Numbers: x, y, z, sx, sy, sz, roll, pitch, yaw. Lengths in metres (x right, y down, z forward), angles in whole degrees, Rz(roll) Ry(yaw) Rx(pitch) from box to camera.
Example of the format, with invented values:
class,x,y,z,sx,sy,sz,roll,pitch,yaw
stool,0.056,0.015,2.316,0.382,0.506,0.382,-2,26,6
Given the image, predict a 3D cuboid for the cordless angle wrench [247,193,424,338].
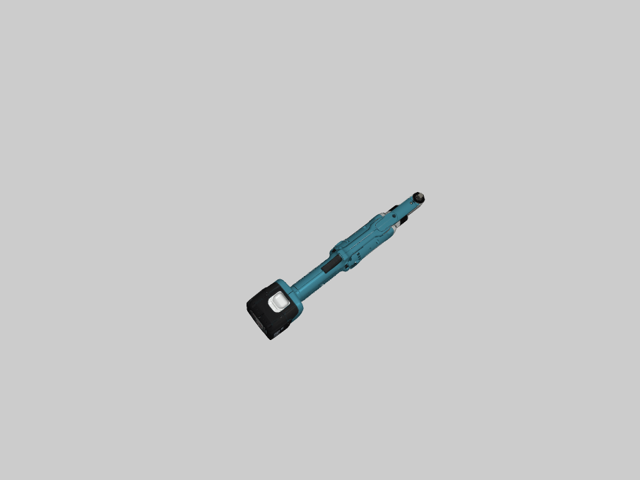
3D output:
class,x,y,z,sx,sy,sz,roll,pitch,yaw
cordless angle wrench,0.050,0.029,0.823,0.422,0.074,0.098,-36,-11,-19
